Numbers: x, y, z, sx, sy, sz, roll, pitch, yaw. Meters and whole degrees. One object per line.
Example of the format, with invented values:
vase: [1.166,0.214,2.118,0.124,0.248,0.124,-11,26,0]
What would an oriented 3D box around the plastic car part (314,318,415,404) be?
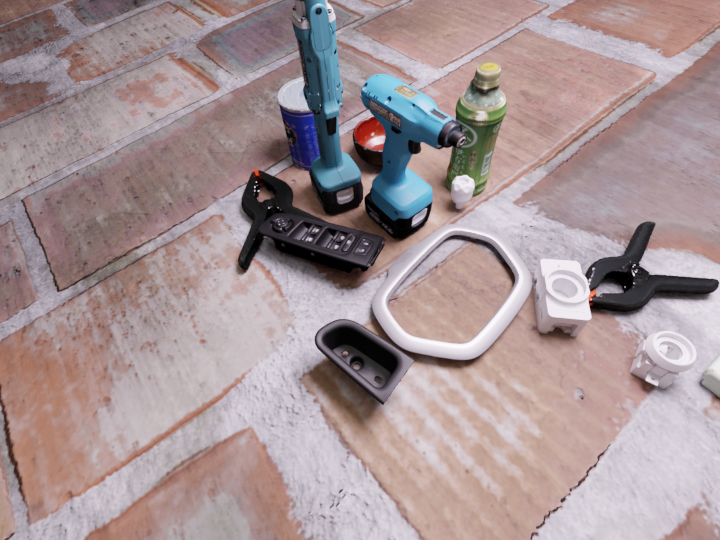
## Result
plastic car part: [0.000,0.116,0.538,0.122,0.068,0.065,31,63,26]

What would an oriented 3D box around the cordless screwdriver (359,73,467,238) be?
cordless screwdriver: [0.072,-0.143,0.609,0.073,0.239,0.167,-34,58,-18]

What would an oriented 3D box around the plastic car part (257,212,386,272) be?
plastic car part: [-0.065,-0.043,0.666,0.211,0.064,0.066,19,59,21]

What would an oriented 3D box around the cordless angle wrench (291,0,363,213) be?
cordless angle wrench: [-0.053,-0.255,0.606,0.074,0.407,0.103,-19,56,-10]

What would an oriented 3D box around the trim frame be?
trim frame: [0.131,0.022,0.612,0.193,0.026,0.246,33,65,28]
